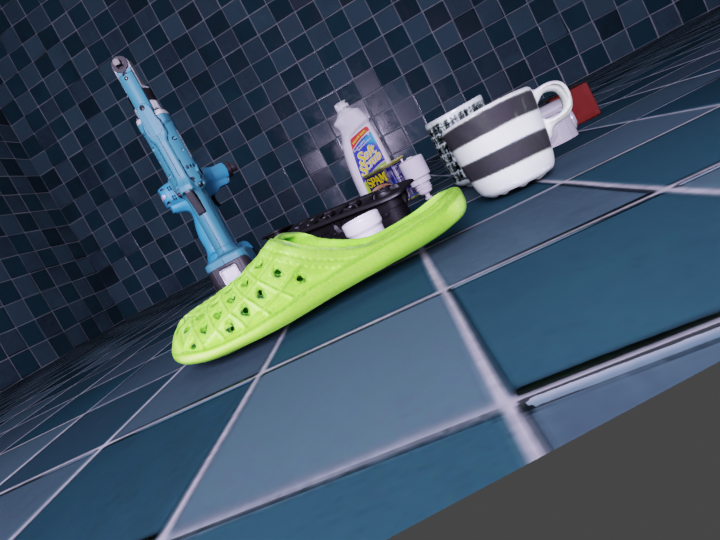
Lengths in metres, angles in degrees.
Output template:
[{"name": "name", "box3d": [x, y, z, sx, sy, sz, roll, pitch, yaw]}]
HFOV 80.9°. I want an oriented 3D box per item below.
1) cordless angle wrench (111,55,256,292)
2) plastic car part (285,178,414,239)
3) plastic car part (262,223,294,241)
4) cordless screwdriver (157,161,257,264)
[{"name": "cordless angle wrench", "box3d": [-0.281, -0.147, 0.682, 0.074, 0.419, 0.099, -28, 5, 1]}, {"name": "plastic car part", "box3d": [-0.014, -0.065, 0.578, 0.209, 0.066, 0.065, -21, 10, 34]}, {"name": "plastic car part", "box3d": [-0.173, -0.059, 0.941, 0.066, 0.070, 0.117, -27, 9, 6]}, {"name": "cordless screwdriver", "box3d": [-0.270, -0.087, 0.840, 0.156, 0.246, 0.076, -30, 6, -21]}]
